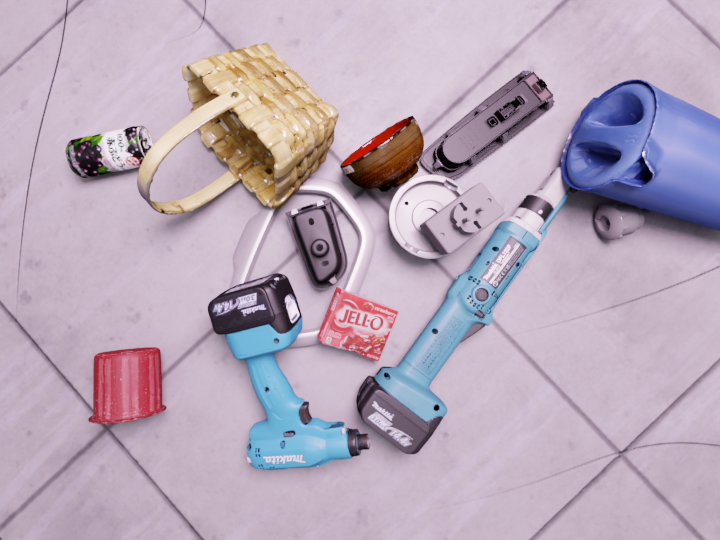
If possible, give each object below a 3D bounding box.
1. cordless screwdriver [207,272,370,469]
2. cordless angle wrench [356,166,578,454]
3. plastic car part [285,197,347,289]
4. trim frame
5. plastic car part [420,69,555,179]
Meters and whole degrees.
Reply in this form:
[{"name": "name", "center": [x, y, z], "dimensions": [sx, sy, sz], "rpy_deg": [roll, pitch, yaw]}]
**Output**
[{"name": "cordless screwdriver", "center": [-0.089, 0.130, 0.531], "dimensions": [0.163, 0.073, 0.246], "rpy_deg": [-11, 97, 15]}, {"name": "cordless angle wrench", "center": [0.151, 0.034, 0.557], "dimensions": [0.098, 0.074, 0.422], "rpy_deg": [37, 86, 1]}, {"name": "plastic car part", "center": [-0.053, -0.035, 0.544], "dimensions": [0.066, 0.070, 0.118], "rpy_deg": [-18, 84, 0]}, {"name": "trim frame", "center": [-0.086, -0.011, 0.589], "dimensions": [0.185, 0.027, 0.248], "rpy_deg": [22, 89, 2]}, {"name": "plastic car part", "center": [0.178, -0.197, 0.574], "dimensions": [0.203, 0.067, 0.066], "rpy_deg": [-37, 96, 2]}]
